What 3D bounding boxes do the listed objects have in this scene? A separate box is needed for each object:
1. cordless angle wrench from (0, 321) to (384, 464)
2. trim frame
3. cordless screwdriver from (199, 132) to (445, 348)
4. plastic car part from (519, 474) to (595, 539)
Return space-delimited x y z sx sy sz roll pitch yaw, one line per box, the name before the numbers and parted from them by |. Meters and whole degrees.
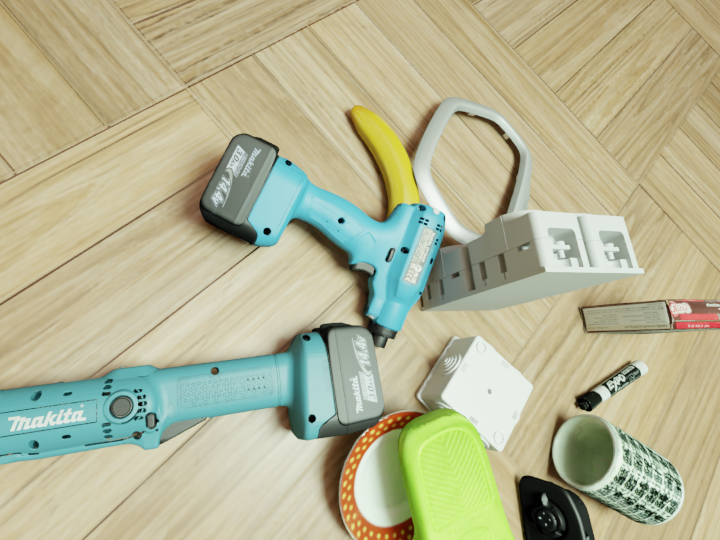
cordless angle wrench | -0.191 0.114 0.349 0.412 0.075 0.100 -4 74 -17
trim frame | 0.157 -0.131 0.559 0.181 0.028 0.250 32 57 -10
cordless screwdriver | -0.043 -0.028 0.439 0.243 0.076 0.159 22 87 -12
plastic car part | 0.214 0.313 0.417 0.064 0.068 0.207 1 72 -31
